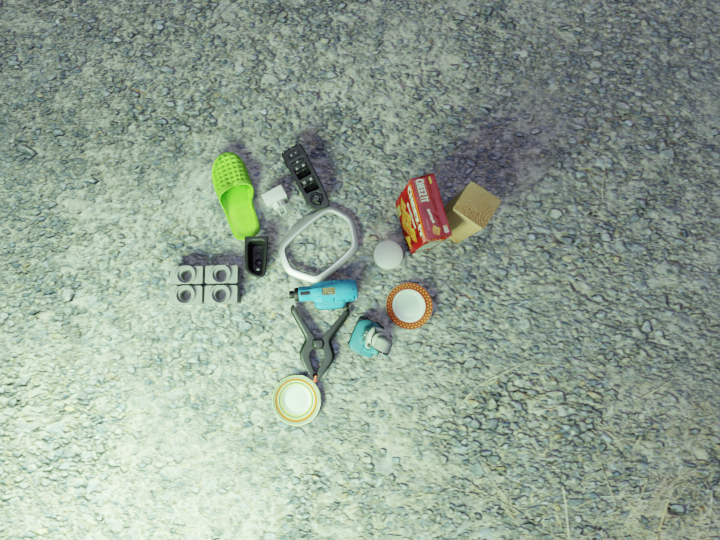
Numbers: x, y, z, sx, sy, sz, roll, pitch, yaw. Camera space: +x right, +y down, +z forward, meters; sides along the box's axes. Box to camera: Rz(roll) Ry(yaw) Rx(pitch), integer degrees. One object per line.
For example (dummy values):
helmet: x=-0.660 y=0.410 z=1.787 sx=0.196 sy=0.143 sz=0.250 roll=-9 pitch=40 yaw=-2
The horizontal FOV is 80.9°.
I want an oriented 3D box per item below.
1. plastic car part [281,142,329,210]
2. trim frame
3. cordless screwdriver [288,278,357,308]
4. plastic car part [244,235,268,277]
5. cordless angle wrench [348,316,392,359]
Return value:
plastic car part: x=-0.157 y=-0.261 z=1.228 sx=0.066 sy=0.066 sz=0.206 roll=-27 pitch=81 yaw=-5
trim frame: x=-0.119 y=-0.078 z=1.215 sx=0.247 sy=0.027 sz=0.187 roll=-42 pitch=82 yaw=-6
cordless screwdriver: x=-0.095 y=0.062 z=1.079 sx=0.159 sy=0.247 sz=0.075 roll=-4 pitch=84 yaw=-4
plastic car part: x=-0.289 y=-0.034 z=1.188 sx=0.066 sy=0.070 sz=0.118 roll=-1 pitch=81 yaw=-2
cordless angle wrench: x=0.029 y=0.159 z=0.973 sx=0.074 sy=0.420 sz=0.098 roll=24 pitch=82 yaw=-1
